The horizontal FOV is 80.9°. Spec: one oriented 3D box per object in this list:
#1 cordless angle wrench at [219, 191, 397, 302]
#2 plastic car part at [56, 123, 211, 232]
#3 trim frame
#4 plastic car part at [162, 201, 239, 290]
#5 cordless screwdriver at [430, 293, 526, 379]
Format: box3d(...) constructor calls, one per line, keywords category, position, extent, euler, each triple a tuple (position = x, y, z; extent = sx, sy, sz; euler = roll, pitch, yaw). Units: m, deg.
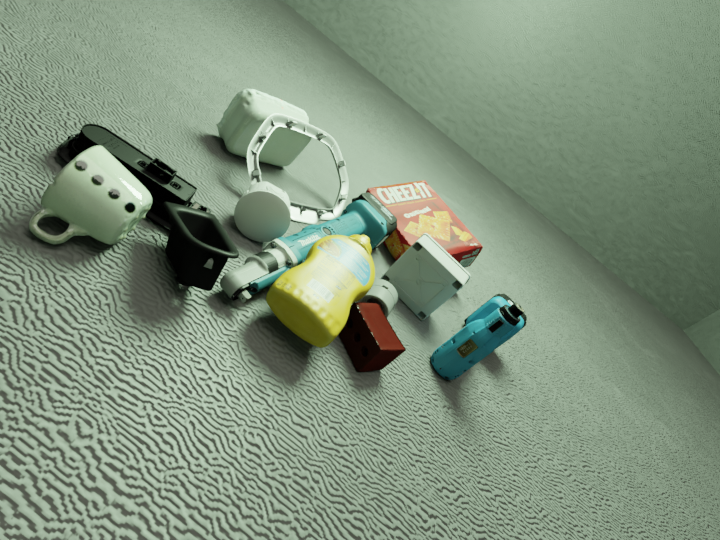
box3d(category="cordless angle wrench", position=(-0.064, -0.042, 0.659), extent=(0.100, 0.075, 0.412), euler=(45, 31, 7))
box3d(category="plastic car part", position=(-0.273, -0.113, 0.525), extent=(0.199, 0.067, 0.067), euler=(31, 37, -11))
box3d(category="trim frame", position=(-0.100, -0.176, 0.755), extent=(0.236, 0.029, 0.185), euler=(8, 83, -50))
box3d(category="plastic car part", position=(-0.187, -0.020, 0.476), extent=(0.062, 0.071, 0.123), euler=(13, 23, -40))
box3d(category="cordless screwdriver", position=(0.224, 0.091, 0.712), extent=(0.077, 0.160, 0.239), euler=(51, 28, 15))
